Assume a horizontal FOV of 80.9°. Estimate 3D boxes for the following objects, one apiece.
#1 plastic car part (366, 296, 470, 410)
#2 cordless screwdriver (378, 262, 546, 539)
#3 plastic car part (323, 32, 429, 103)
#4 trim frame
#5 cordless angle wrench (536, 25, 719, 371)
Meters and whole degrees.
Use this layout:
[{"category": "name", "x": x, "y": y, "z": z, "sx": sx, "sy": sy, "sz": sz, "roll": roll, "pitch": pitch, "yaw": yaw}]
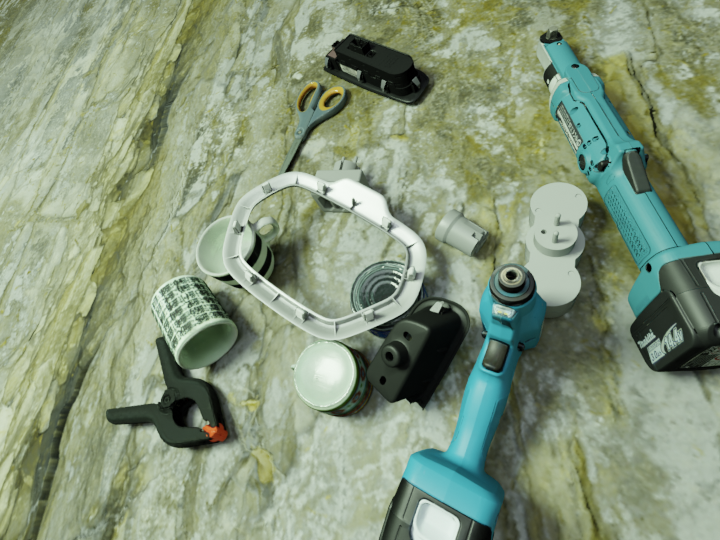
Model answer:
[{"category": "plastic car part", "x": 0.045, "y": 0.079, "z": 0.402, "sx": 0.069, "sy": 0.068, "sz": 0.115, "roll": 40, "pitch": 122, "yaw": 31}, {"category": "cordless screwdriver", "x": 0.092, "y": 0.120, "z": 0.342, "sx": 0.078, "sy": 0.151, "sz": 0.249, "roll": 17, "pitch": 74, "yaw": 26}, {"category": "plastic car part", "x": 0.020, "y": -0.322, "z": 0.653, "sx": 0.066, "sy": 0.064, "sz": 0.213, "roll": -42, "pitch": 59, "yaw": -11}, {"category": "trim frame", "x": -0.047, "y": -0.031, "z": 0.484, "sx": 0.259, "sy": 0.026, "sz": 0.183, "roll": 31, "pitch": 68, "yaw": 24}, {"category": "cordless angle wrench", "x": 0.260, "y": -0.117, "z": 0.438, "sx": 0.075, "sy": 0.094, "sz": 0.436, "roll": -9, "pitch": 57, "yaw": 6}]
